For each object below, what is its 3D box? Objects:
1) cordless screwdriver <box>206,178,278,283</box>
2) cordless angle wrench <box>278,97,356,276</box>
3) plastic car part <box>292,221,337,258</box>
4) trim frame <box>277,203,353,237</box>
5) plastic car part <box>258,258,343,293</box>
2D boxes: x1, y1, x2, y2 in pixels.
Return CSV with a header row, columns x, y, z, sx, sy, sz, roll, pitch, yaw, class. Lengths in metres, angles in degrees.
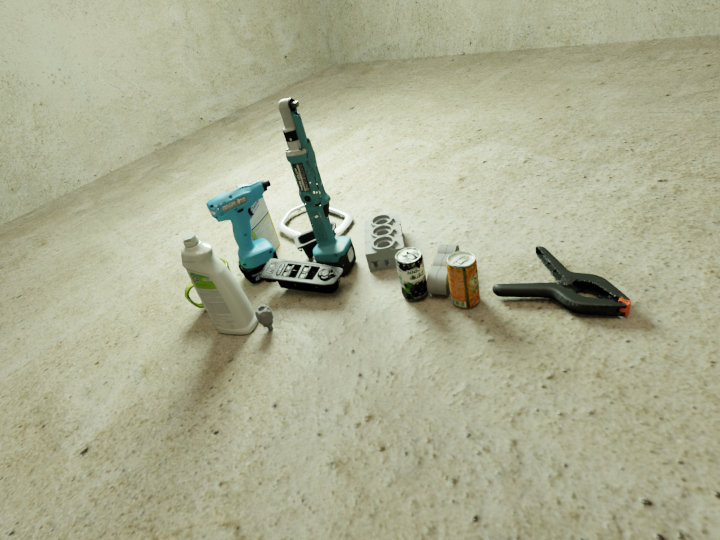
x,y,z,sx,sy,sz,roll,pitch,yaw,class
-0.265,-0.100,1.057,0.157,0.239,0.079,-29,36,-18,cordless screwdriver
-0.104,-0.170,0.936,0.102,0.406,0.074,2,37,25,cordless angle wrench
-0.107,-0.070,1.094,0.116,0.068,0.069,-21,34,-4,plastic car part
-0.135,-0.146,1.244,0.263,0.026,0.181,22,51,42,trim frame
-0.134,0.019,0.990,0.211,0.064,0.066,2,39,27,plastic car part
